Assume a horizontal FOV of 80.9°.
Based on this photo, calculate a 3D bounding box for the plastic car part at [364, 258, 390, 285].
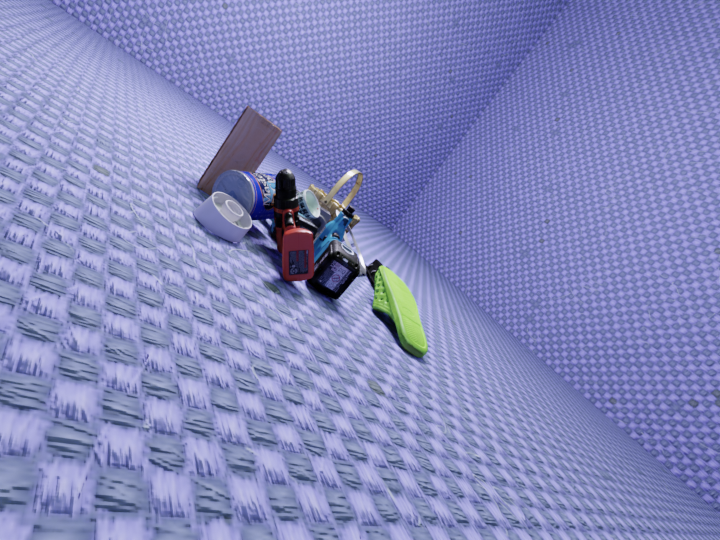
[{"bbox_3d":[0.057,0.012,1.265,0.064,0.067,0.209,35,7,-20],"label":"plastic car part"}]

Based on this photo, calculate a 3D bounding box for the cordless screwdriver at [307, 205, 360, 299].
[{"bbox_3d":[-0.052,-0.052,0.918,0.072,0.159,0.256,34,13,-19],"label":"cordless screwdriver"}]

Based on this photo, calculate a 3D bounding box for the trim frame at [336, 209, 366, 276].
[{"bbox_3d":[-0.029,-0.074,1.222,0.238,0.028,0.190,59,10,-67],"label":"trim frame"}]

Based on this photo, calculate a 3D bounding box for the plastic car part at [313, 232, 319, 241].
[{"bbox_3d":[-0.109,-0.071,1.116,0.068,0.065,0.121,18,14,-21],"label":"plastic car part"}]

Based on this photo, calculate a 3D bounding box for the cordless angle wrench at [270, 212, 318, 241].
[{"bbox_3d":[-0.268,-0.194,1.096,0.447,0.074,0.092,42,11,37],"label":"cordless angle wrench"}]
